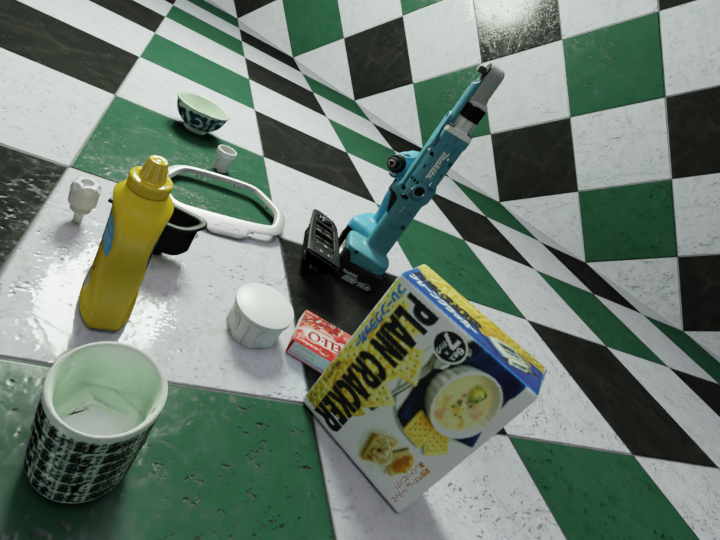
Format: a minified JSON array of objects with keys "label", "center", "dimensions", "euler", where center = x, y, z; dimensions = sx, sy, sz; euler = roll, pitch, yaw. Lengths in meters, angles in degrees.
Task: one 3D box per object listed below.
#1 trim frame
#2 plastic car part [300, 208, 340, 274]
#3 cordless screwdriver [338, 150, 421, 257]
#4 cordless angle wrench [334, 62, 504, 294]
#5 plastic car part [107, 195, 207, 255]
[{"label":"trim frame","center":[-0.248,-0.124,0.760],"dimensions":[0.237,0.027,0.193],"euler":[14,32,-32]},{"label":"plastic car part","center":[-0.076,-0.049,0.774],"dimensions":[0.065,0.067,0.208],"euler":[26,27,-16]},{"label":"cordless screwdriver","center":[0.040,-0.121,0.814],"dimensions":[0.077,0.249,0.153],"euler":[45,28,18]},{"label":"cordless angle wrench","center":[0.094,-0.141,0.711],"dimensions":[0.096,0.423,0.076],"euler":[30,27,-11]},{"label":"plastic car part","center":[-0.275,-0.057,0.570],"dimensions":[0.115,0.071,0.067],"euler":[29,27,-9]}]
